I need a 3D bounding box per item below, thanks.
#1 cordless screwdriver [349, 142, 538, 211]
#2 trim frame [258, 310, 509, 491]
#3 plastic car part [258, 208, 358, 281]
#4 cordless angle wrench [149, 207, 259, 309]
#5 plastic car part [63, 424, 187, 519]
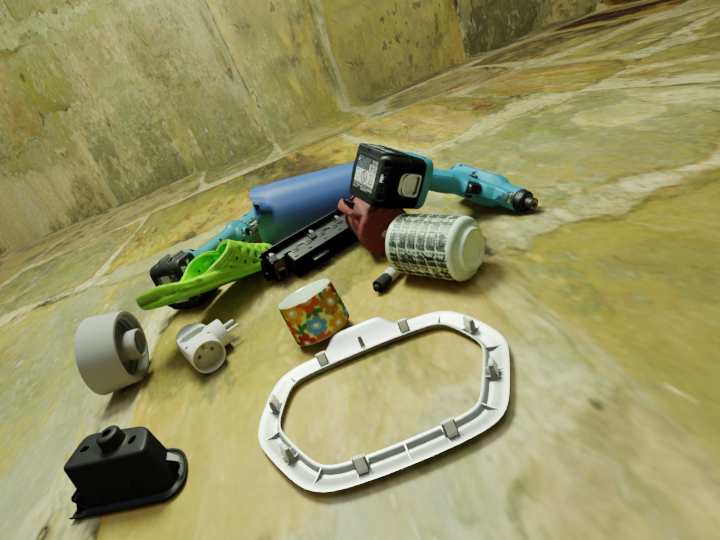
[{"bbox_3d":[0.119,-0.123,0.607,0.238,0.073,0.168,-2,25,-31],"label":"cordless screwdriver"},{"bbox_3d":[0.017,0.106,0.400,0.249,0.026,0.190,-24,25,1],"label":"trim frame"},{"bbox_3d":[-0.070,-0.046,0.714,0.200,0.063,0.071,-37,42,-25],"label":"plastic car part"},{"bbox_3d":[-0.255,-0.073,0.885,0.077,0.095,0.422,-13,24,26],"label":"cordless angle wrench"},{"bbox_3d":[-0.229,0.180,0.403,0.119,0.068,0.067,-19,26,14],"label":"plastic car part"}]
